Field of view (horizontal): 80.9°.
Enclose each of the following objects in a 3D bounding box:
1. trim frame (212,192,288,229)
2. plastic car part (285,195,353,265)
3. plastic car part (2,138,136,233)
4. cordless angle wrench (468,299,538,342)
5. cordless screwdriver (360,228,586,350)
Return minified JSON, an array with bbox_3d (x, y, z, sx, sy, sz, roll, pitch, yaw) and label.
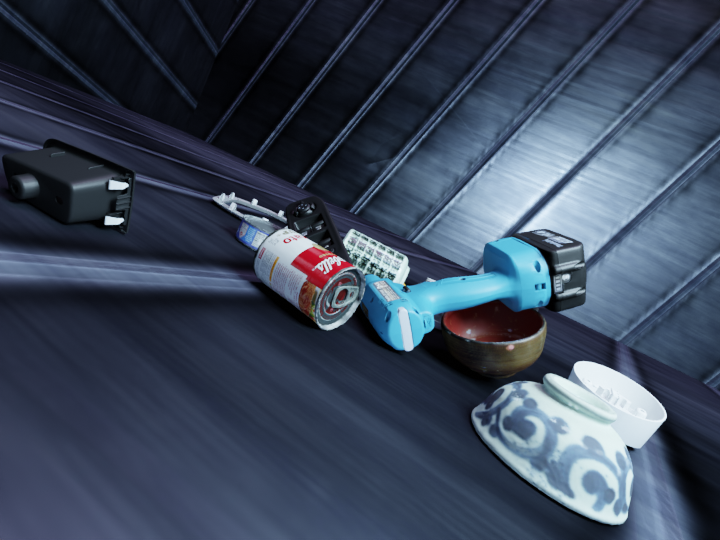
[{"bbox_3d":[-0.203,-0.116,0.866,0.183,0.027,0.250,25,8,-4],"label":"trim frame"},{"bbox_3d":[-0.057,-0.037,0.581,0.063,0.067,0.213,57,6,-42],"label":"plastic car part"},{"bbox_3d":[-0.279,-0.079,0.391,0.119,0.065,0.070,23,23,10],"label":"plastic car part"},{"bbox_3d":[0.244,0.083,0.728,0.077,0.098,0.406,25,5,20],"label":"cordless angle wrench"},{"bbox_3d":[0.121,0.013,0.514,0.247,0.072,0.164,-15,20,-7],"label":"cordless screwdriver"}]
